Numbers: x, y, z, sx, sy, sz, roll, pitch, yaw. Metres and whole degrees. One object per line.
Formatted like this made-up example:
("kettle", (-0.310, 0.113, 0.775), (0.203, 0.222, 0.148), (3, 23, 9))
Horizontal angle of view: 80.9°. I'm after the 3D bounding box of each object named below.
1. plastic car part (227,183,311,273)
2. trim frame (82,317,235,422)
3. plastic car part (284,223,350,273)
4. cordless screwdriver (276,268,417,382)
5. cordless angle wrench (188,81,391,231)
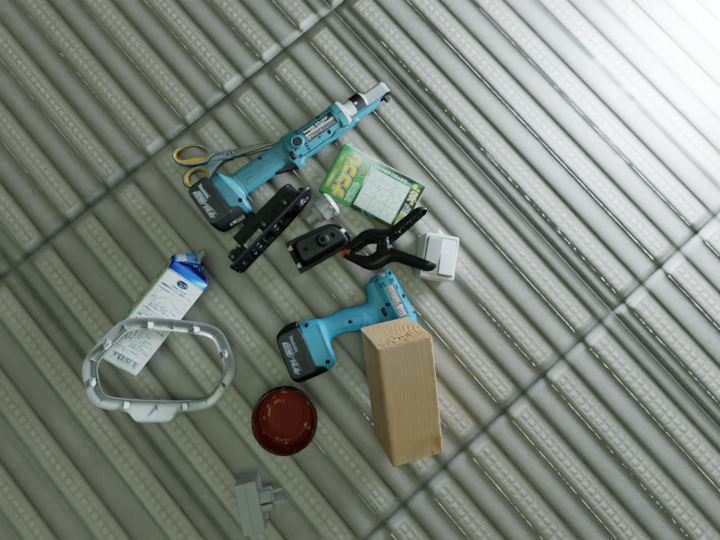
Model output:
("plastic car part", (-0.172, -0.087, 0.782), (0.202, 0.064, 0.070), (-43, 71, -4))
("trim frame", (-0.335, 0.171, 0.721), (0.238, 0.029, 0.183), (12, 99, -28))
("plastic car part", (-0.075, -0.049, 0.772), (0.116, 0.070, 0.066), (-27, 88, -1))
("cordless screwdriver", (-0.016, 0.121, 0.754), (0.247, 0.074, 0.160), (-27, 87, -7))
("cordless angle wrench", (-0.119, -0.230, 0.794), (0.421, 0.074, 0.099), (-37, 87, -6))
